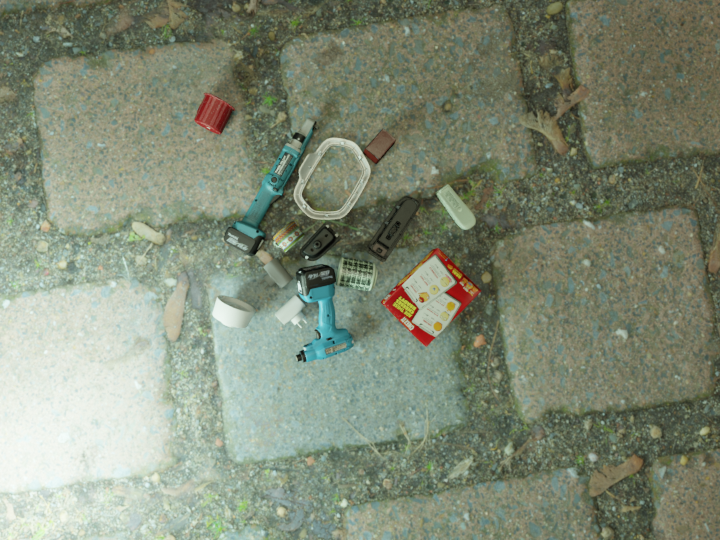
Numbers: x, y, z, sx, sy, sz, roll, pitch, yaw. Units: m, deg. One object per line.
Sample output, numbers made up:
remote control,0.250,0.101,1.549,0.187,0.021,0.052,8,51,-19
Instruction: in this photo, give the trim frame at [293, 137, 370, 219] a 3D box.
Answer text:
trim frame,-0.082,-0.258,1.195,0.185,0.027,0.248,31,88,2

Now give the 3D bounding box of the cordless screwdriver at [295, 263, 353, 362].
cordless screwdriver,-0.119,0.115,1.116,0.156,0.077,0.245,-16,99,-17

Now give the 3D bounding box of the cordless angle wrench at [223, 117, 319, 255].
cordless angle wrench,-0.236,-0.242,1.172,0.098,0.074,0.423,28,84,-1

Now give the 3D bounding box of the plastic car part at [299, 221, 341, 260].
plastic car part,-0.113,-0.074,1.159,0.066,0.071,0.116,45,83,0

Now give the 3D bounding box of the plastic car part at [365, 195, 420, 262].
plastic car part,0.096,-0.125,1.172,0.067,0.066,0.203,33,84,5
